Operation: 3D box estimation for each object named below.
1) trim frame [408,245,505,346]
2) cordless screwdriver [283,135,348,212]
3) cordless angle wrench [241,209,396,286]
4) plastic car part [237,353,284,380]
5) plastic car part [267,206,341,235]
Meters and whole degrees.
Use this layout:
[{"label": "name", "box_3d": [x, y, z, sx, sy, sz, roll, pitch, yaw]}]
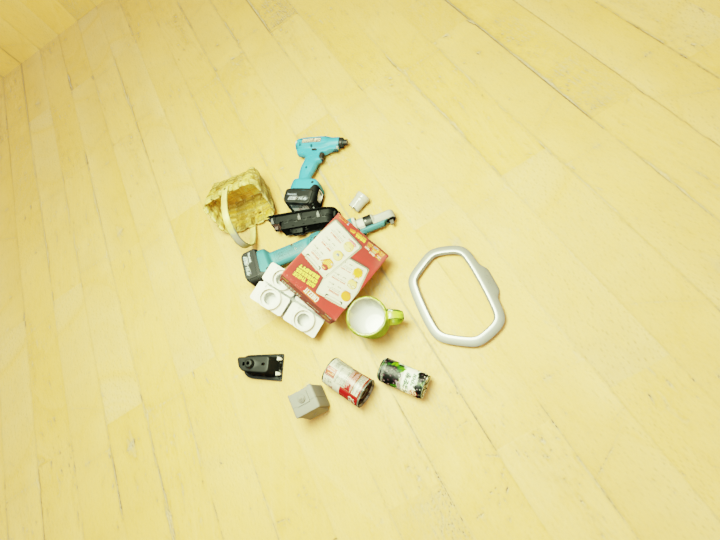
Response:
[{"label": "trim frame", "box_3d": [0.218, 0.055, 0.970, 0.186, 0.026, 0.259, -27, 61, 10]}, {"label": "cordless screwdriver", "box_3d": [-0.126, -0.282, 1.214, 0.164, 0.071, 0.253, -1, 65, 20]}, {"label": "cordless angle wrench", "box_3d": [-0.110, -0.072, 1.125, 0.427, 0.071, 0.101, -21, 65, 9]}, {"label": "plastic car part", "box_3d": [-0.257, 0.236, 1.052, 0.119, 0.068, 0.067, -3, 68, 16]}, {"label": "plastic car part", "box_3d": [-0.154, -0.133, 1.160, 0.207, 0.063, 0.069, -11, 55, 14]}]
